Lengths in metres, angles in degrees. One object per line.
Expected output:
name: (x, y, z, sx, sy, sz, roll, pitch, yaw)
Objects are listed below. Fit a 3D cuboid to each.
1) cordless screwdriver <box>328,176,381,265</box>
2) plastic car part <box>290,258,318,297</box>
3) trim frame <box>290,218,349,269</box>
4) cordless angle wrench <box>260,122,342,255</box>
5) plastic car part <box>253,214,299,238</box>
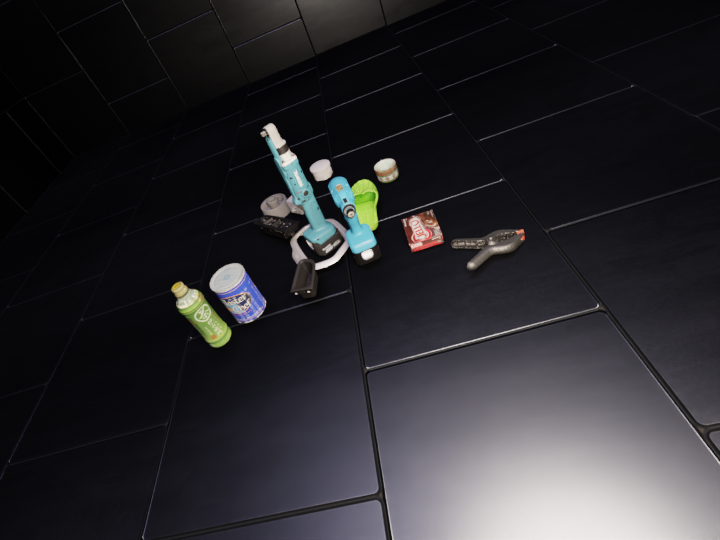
cordless screwdriver: (-0.012, -0.114, 1.116, 0.074, 0.237, 0.166, -23, 39, 1)
plastic car part: (-0.143, 0.029, 1.164, 0.068, 0.067, 0.119, -11, 42, 17)
trim frame: (-0.128, -0.084, 1.308, 0.183, 0.026, 0.262, -33, 41, -7)
cordless angle wrench: (-0.167, -0.221, 1.182, 0.097, 0.403, 0.079, -38, 41, -16)
plastic car part: (-0.282, -0.147, 1.426, 0.215, 0.064, 0.066, 20, 57, 41)
